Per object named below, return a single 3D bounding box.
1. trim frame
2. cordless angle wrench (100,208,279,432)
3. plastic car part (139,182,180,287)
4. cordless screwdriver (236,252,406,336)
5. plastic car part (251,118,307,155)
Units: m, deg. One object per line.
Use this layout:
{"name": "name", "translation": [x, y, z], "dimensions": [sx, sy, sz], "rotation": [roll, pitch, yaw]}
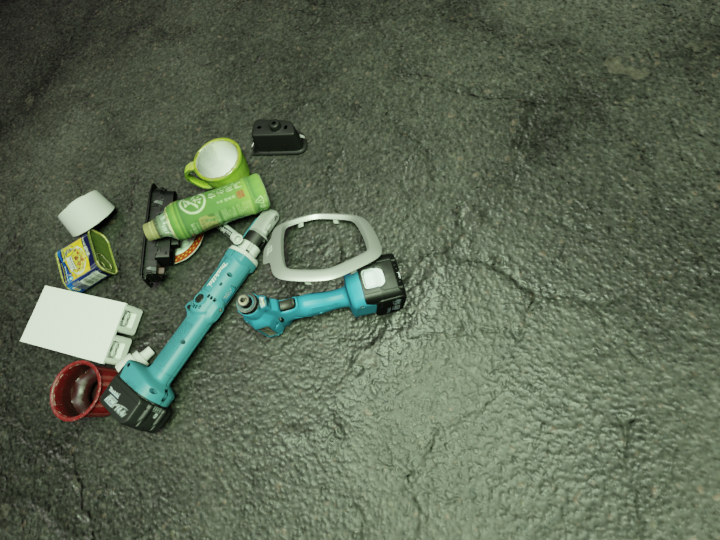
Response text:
{"name": "trim frame", "translation": [-0.066, -0.043, 0.678], "dimensions": [0.183, 0.027, 0.258], "rotation": [-10, 30, -5]}
{"name": "cordless angle wrench", "translation": [-0.264, 0.060, 0.729], "dimensions": [0.103, 0.070, 0.423], "rotation": [19, 69, 33]}
{"name": "plastic car part", "translation": [-0.373, -0.075, 0.792], "dimensions": [0.067, 0.064, 0.209], "rotation": [-10, 67, -3]}
{"name": "cordless screwdriver", "translation": [-0.060, 0.040, 0.648], "dimensions": [0.250, 0.153, 0.076], "rotation": [-15, 69, 4]}
{"name": "plastic car part", "translation": [-0.168, -0.271, 0.839], "dimensions": [0.120, 0.068, 0.067], "rotation": [4, 73, 16]}
